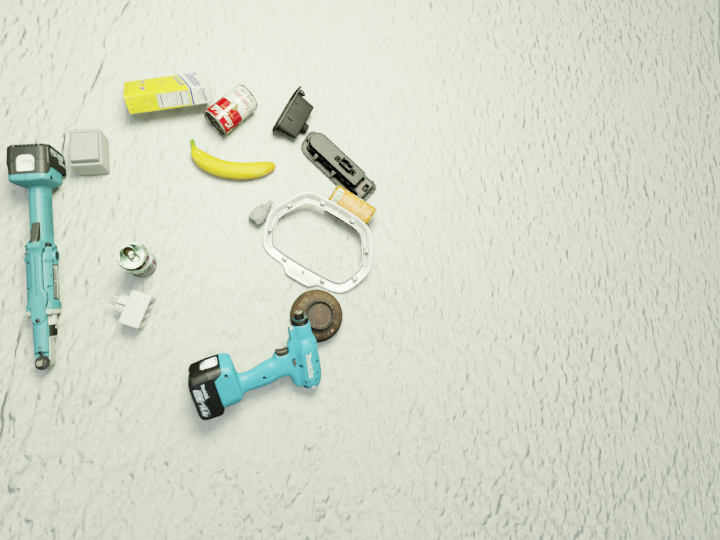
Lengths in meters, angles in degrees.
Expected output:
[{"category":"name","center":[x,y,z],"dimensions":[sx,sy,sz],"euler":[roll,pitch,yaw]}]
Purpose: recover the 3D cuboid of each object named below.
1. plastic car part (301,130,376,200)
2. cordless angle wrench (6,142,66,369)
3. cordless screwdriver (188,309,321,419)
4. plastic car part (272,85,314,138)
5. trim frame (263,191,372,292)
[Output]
[{"category":"plastic car part","center":[-0.052,-0.241,0.958],"dimensions":[0.204,0.067,0.066],"euler":[42,83,4]},{"category":"cordless angle wrench","center":[-0.609,-0.027,0.808],"dimensions":[0.073,0.099,0.426],"euler":[-6,83,-14]},{"category":"cordless screwdriver","center":[-0.201,0.175,0.806],"dimensions":[0.244,0.077,0.155],"euler":[-13,109,-14]},{"category":"plastic car part","center":[-0.148,-0.349,0.968],"dimensions":[0.068,0.068,0.117],"euler":[28,78,-20]},{"category":"trim frame","center":[-0.089,-0.058,0.910],"dimensions":[0.246,0.028,0.184],"euler":[31,91,-4]}]
